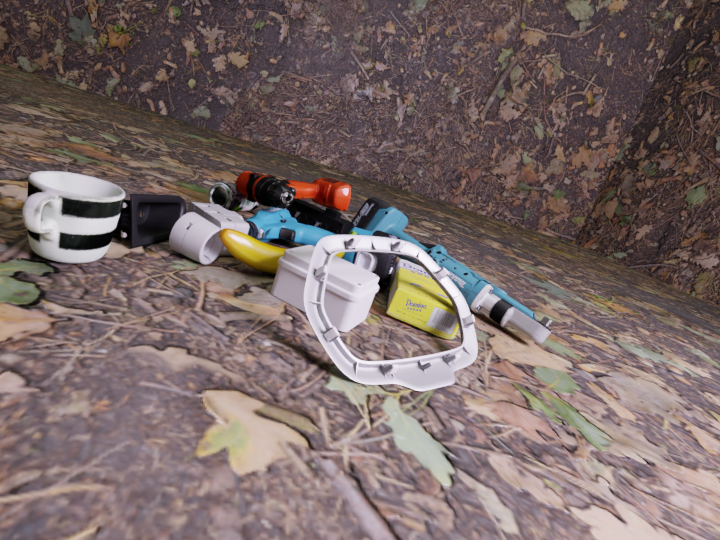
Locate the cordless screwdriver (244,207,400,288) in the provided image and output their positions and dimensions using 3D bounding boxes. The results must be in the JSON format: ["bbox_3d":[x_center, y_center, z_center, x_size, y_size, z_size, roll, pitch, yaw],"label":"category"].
[{"bbox_3d":[-0.066,-0.043,0.676,0.255,0.073,0.157,18,16,12],"label":"cordless screwdriver"}]

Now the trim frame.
[{"bbox_3d":[0.044,0.038,0.463,0.236,0.028,0.191,3,57,-39],"label":"trim frame"}]

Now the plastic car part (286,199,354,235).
[{"bbox_3d":[-0.080,-0.099,0.866,0.213,0.066,0.064,24,23,29],"label":"plastic car part"}]

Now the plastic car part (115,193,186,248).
[{"bbox_3d":[-0.293,-0.072,0.562,0.072,0.065,0.116,6,11,7],"label":"plastic car part"}]

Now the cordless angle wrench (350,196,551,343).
[{"bbox_3d":[0.140,-0.007,0.760,0.070,0.098,0.448,29,8,-47],"label":"cordless angle wrench"}]
